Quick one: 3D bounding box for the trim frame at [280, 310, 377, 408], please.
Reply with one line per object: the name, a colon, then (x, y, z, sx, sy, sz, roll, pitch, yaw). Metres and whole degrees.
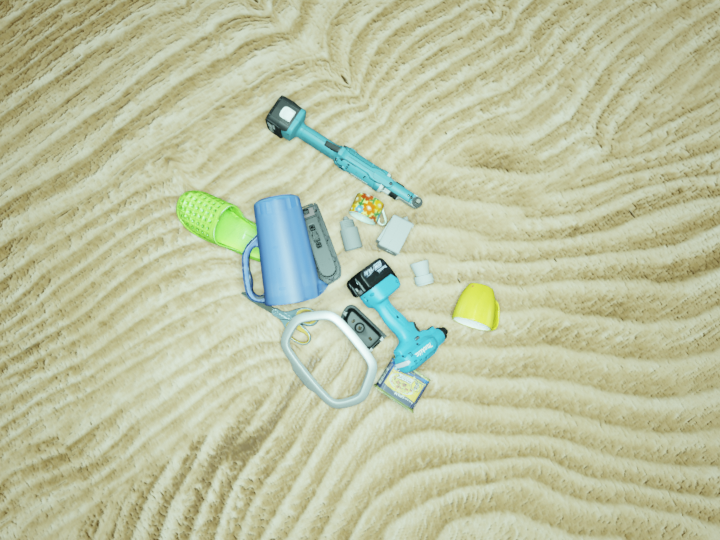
trim frame: (-0.075, 0.204, 0.976, 0.185, 0.027, 0.249, -41, 88, 13)

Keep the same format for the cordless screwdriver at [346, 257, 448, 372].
cordless screwdriver: (0.090, 0.089, 0.972, 0.155, 0.075, 0.253, -27, 79, -34)

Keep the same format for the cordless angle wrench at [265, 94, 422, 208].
cordless angle wrench: (-0.033, -0.271, 1.026, 0.424, 0.098, 0.074, 33, 86, 1)

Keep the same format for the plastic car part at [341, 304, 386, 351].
plastic car part: (0.002, 0.136, 0.982, 0.066, 0.071, 0.117, -44, 88, -4)

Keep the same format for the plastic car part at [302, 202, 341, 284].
plastic car part: (-0.099, -0.065, 1.016, 0.066, 0.067, 0.204, -20, 86, -9)
